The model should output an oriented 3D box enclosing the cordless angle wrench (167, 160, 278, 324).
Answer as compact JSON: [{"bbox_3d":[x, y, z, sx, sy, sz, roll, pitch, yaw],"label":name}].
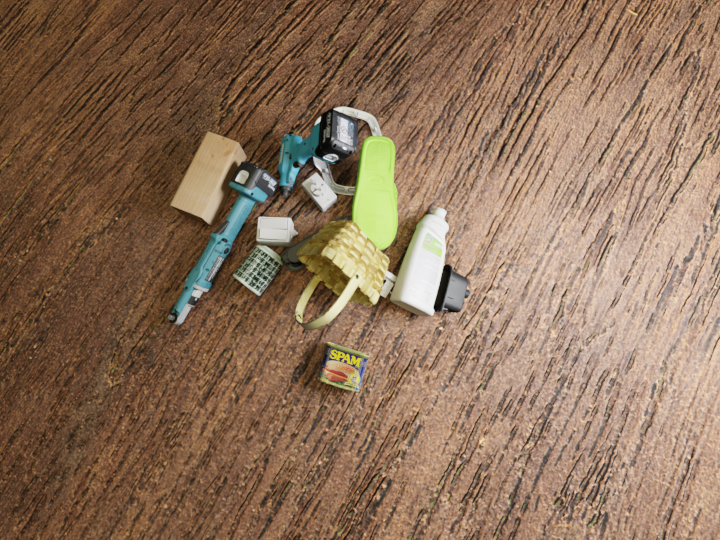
[{"bbox_3d":[-0.342,-0.060,1.021,0.078,0.093,0.423,26,85,25],"label":"cordless angle wrench"}]

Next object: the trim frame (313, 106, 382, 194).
[{"bbox_3d":[-0.031,-0.310,1.082,0.185,0.027,0.252,-11,79,2],"label":"trim frame"}]

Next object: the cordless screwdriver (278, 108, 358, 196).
[{"bbox_3d":[-0.115,-0.266,0.988,0.070,0.260,0.160,14,78,-38],"label":"cordless screwdriver"}]

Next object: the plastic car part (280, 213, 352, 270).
[{"bbox_3d":[-0.099,-0.065,1.017,0.203,0.066,0.067,-31,87,-1],"label":"plastic car part"}]

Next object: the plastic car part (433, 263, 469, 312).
[{"bbox_3d":[0.214,0.050,0.972,0.070,0.067,0.117,24,77,-9],"label":"plastic car part"}]
